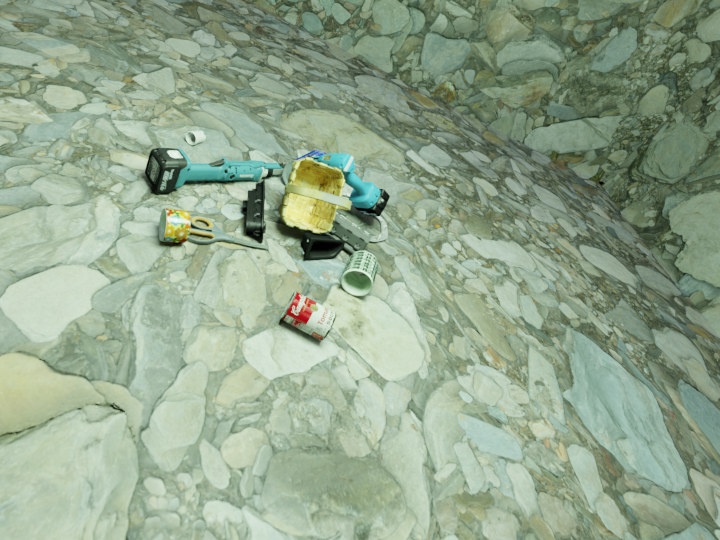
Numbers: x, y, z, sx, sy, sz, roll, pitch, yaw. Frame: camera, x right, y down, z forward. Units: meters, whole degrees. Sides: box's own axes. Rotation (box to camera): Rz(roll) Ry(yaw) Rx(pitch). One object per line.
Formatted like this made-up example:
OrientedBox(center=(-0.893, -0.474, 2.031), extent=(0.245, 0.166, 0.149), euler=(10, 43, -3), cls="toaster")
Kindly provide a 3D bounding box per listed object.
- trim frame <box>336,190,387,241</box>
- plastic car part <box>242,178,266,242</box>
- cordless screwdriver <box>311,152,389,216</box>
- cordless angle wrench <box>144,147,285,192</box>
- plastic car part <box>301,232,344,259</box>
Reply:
OrientedBox(center=(-0.016, -0.177, 1.322), extent=(0.254, 0.027, 0.180), euler=(40, 39, 10), cls="trim frame")
OrientedBox(center=(-0.273, -0.158, 1.099), extent=(0.065, 0.065, 0.212), euler=(3, 44, -20), cls="plastic car part")
OrientedBox(center=(-0.034, -0.256, 1.239), extent=(0.168, 0.074, 0.235), euler=(17, -17, 45), cls="cordless screwdriver")
OrientedBox(center=(-0.366, -0.275, 1.160), extent=(0.406, 0.098, 0.077), euler=(-16, 58, -49), cls="cordless angle wrench")
OrientedBox(center=(-0.109, -0.071, 1.117), extent=(0.111, 0.065, 0.075), euler=(-3, 35, -42), cls="plastic car part")
